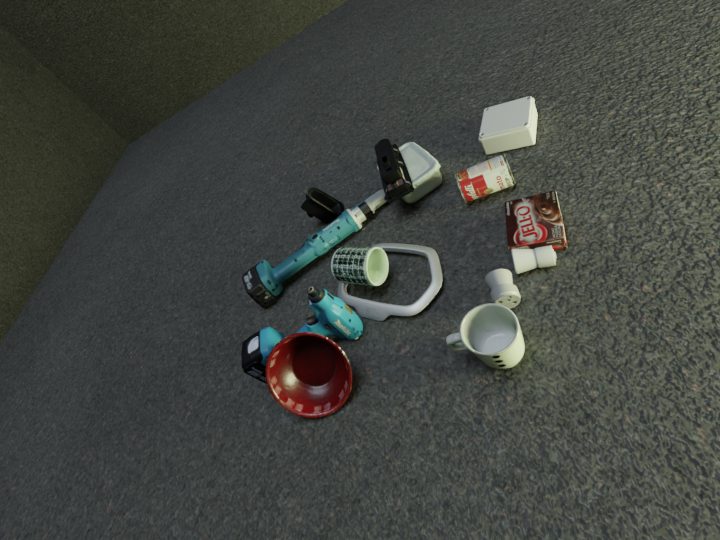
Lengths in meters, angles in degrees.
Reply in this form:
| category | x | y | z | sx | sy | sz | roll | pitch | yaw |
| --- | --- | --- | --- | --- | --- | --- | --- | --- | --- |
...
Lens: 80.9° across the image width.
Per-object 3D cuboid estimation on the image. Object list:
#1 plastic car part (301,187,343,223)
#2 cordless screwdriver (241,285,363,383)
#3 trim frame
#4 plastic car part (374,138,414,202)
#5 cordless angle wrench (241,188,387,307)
| category | x | y | z | sx | sy | sz | roll | pitch | yaw |
| --- | --- | --- | --- | --- | --- | --- | --- | --- | --- |
| plastic car part | -0.109 | -0.167 | 1.127 | 0.072 | 0.111 | 0.068 | -45 | 32 | 34 |
| cordless screwdriver | -0.135 | 0.125 | 0.844 | 0.252 | 0.151 | 0.077 | -29 | 40 | 16 |
| trim frame | 0.056 | 0.019 | 0.887 | 0.262 | 0.026 | 0.184 | 7 | 59 | 40 |
| plastic car part | 0.067 | -0.248 | 1.001 | 0.067 | 0.063 | 0.210 | -31 | 38 | 22 |
| cordless angle wrench | -0.103 | -0.068 | 1.058 | 0.424 | 0.070 | 0.103 | -36 | 40 | 3 |
